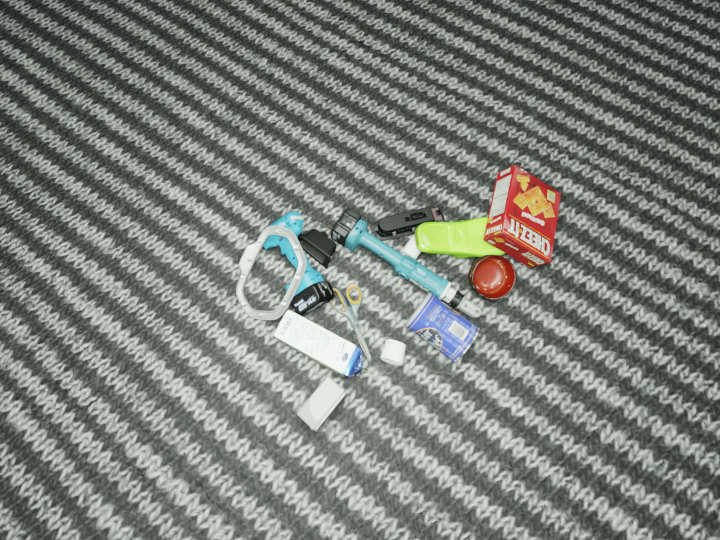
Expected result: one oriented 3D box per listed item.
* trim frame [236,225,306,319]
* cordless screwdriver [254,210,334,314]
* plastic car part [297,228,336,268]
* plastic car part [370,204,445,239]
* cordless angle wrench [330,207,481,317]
[{"bbox_3d":[-0.229,0.008,1.052,0.193,0.026,0.248,34,104,28],"label":"trim frame"},{"bbox_3d":[-0.178,-0.010,1.079,0.163,0.071,0.254,-31,76,29],"label":"cordless screwdriver"},{"bbox_3d":[-0.110,-0.072,1.122,0.120,0.065,0.070,40,60,16],"label":"plastic car part"},{"bbox_3d":[0.129,-0.130,1.132,0.203,0.066,0.067,-15,80,-1],"label":"plastic car part"},{"bbox_3d":[0.118,-0.008,1.075,0.431,0.096,0.074,34,76,9],"label":"cordless angle wrench"}]
